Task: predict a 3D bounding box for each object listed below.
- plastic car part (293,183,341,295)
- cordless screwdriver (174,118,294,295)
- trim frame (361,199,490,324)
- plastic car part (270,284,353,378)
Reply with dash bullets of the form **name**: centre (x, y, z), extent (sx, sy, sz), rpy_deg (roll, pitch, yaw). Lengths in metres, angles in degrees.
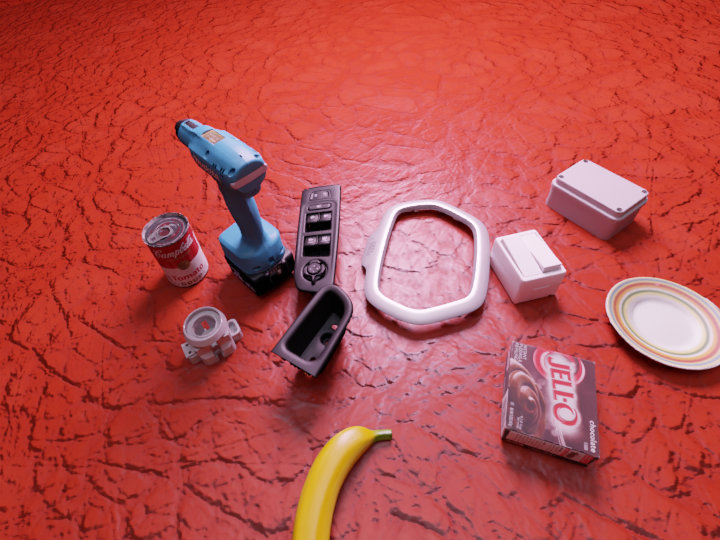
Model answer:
- **plastic car part**: centre (-0.063, -0.041, 0.646), extent (0.067, 0.064, 0.209), rpy_deg (-2, 51, 4)
- **cordless screwdriver**: centre (-0.174, -0.086, 0.584), extent (0.073, 0.240, 0.167), rpy_deg (-38, 58, -25)
- **trim frame**: centre (0.096, -0.023, 0.634), extent (0.189, 0.026, 0.252), rpy_deg (7, 52, 13)
- **plastic car part**: centre (-0.049, 0.084, 0.539), extent (0.069, 0.068, 0.116), rpy_deg (23, 57, 22)
